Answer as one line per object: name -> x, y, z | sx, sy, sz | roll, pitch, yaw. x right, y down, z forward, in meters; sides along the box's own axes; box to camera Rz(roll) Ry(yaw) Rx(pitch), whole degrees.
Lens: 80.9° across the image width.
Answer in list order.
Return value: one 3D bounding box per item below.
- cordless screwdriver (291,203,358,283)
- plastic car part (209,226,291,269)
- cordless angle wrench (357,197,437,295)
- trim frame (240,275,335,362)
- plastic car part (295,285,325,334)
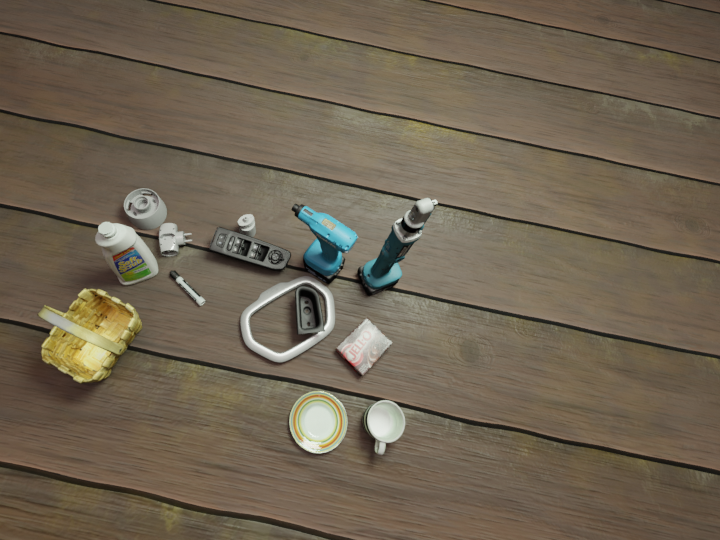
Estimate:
cordless screwdriver -> -0.100, -0.065, 1.018 | 0.162, 0.246, 0.074 | 35, 68, 5
plastic car part -> -0.281, -0.046, 1.092 | 0.204, 0.066, 0.067 | 16, 67, 1
cordless angle wrench -> 0.077, -0.046, 0.932 | 0.096, 0.418, 0.076 | -19, 75, -16
trim frame -> -0.177, 0.115, 1.054 | 0.245, 0.027, 0.189 | -32, 73, -16
plastic car part -> -0.130, 0.101, 1.041 | 0.065, 0.070, 0.119 | -5, 69, -10
